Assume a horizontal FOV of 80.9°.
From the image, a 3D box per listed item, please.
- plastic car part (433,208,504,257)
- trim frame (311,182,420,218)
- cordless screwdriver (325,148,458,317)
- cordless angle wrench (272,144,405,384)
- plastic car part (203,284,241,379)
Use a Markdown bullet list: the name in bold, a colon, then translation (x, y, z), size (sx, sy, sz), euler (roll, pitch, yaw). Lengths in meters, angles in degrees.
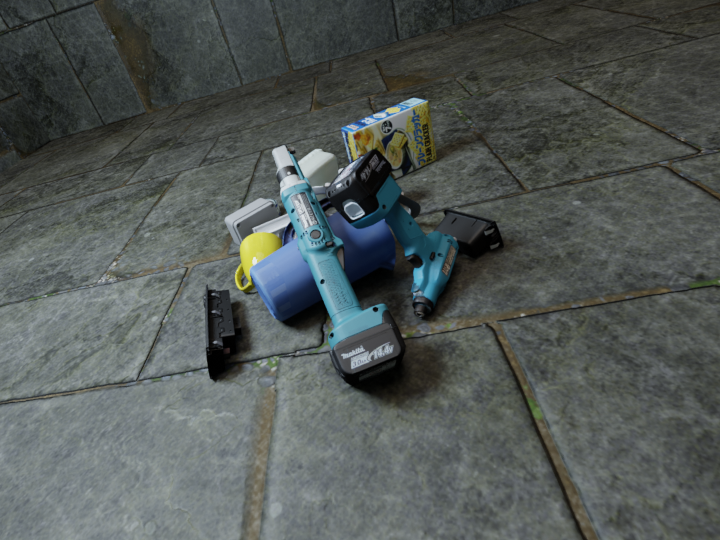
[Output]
- **plastic car part**: translation (0.181, -0.060, 0.757), size (0.070, 0.063, 0.123), euler (-47, 40, -16)
- **trim frame**: translation (-0.003, -0.134, 0.855), size (0.258, 0.175, 0.028), euler (3, 74, 24)
- **cordless screwdriver**: translation (0.052, -0.055, 0.657), size (0.077, 0.240, 0.160), euler (-24, 29, 48)
- **cordless angle wrench**: translation (-0.064, -0.042, 0.658), size (0.097, 0.072, 0.441), euler (-22, 62, -7)
- **plastic car part**: translation (-0.244, 0.088, 0.734), size (0.066, 0.064, 0.213), euler (-16, 34, -16)
